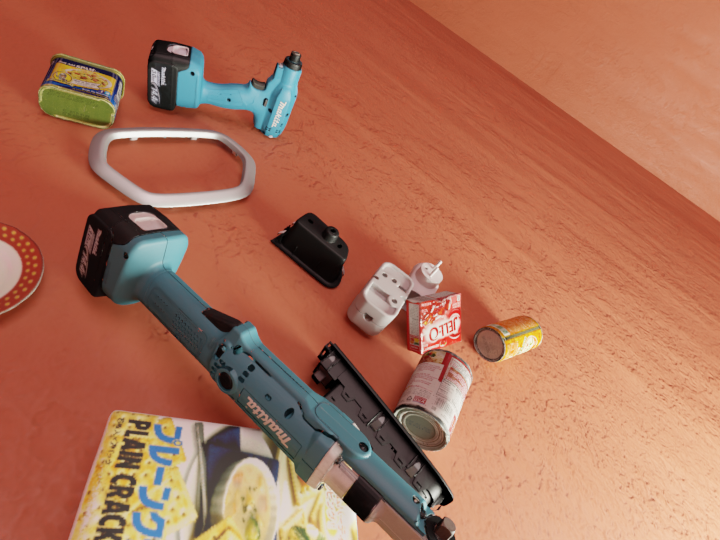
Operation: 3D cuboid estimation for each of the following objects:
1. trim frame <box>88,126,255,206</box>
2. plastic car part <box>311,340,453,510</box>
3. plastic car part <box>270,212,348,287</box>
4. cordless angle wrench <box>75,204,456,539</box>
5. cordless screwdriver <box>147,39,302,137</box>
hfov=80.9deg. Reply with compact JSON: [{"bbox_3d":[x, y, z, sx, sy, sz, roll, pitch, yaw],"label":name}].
[{"bbox_3d":[-0.271,-0.163,0.636,0.239,0.027,0.191,-16,61,-38],"label":"trim frame"},{"bbox_3d":[0.013,0.175,0.451,0.208,0.066,0.065,45,52,14],"label":"plastic car part"},{"bbox_3d":[-0.060,-0.039,0.609,0.119,0.070,0.065,38,42,10],"label":"plastic car part"},{"bbox_3d":[-0.104,0.087,0.382,0.440,0.097,0.072,37,25,20],"label":"cordless angle wrench"},{"bbox_3d":[-0.228,-0.327,0.722,0.240,0.159,0.077,9,48,-23],"label":"cordless screwdriver"}]
